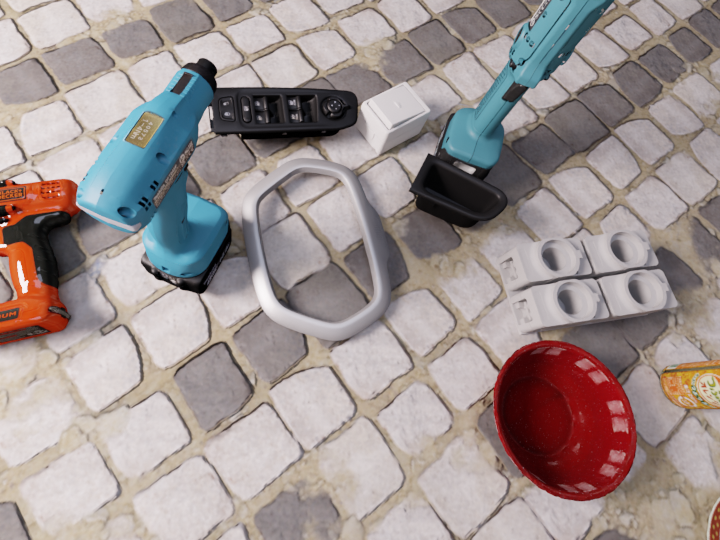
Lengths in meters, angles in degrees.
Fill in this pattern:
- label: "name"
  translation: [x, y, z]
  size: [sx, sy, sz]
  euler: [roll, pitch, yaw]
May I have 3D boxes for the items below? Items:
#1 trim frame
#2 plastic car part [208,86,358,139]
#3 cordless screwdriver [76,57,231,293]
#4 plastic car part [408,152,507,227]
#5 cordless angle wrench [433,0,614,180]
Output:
- label: "trim frame"
  translation: [-0.053, -0.035, 0.540]
  size: [0.181, 0.027, 0.255]
  euler: [-12, 71, -11]
- label: "plastic car part"
  translation: [-0.102, -0.208, 0.580]
  size: [0.200, 0.066, 0.068]
  euler: [-7, 72, -10]
- label: "cordless screwdriver"
  translation: [-0.176, -0.076, 0.424]
  size: [0.074, 0.247, 0.160]
  euler: [23, 69, -4]
- label: "plastic car part"
  translation: [0.120, -0.091, 0.558]
  size: [0.117, 0.070, 0.066]
  euler: [29, 69, 3]
- label: "cordless angle wrench"
  translation: [0.185, -0.227, 0.431]
  size: [0.074, 0.420, 0.099]
  euler: [23, 69, -4]
